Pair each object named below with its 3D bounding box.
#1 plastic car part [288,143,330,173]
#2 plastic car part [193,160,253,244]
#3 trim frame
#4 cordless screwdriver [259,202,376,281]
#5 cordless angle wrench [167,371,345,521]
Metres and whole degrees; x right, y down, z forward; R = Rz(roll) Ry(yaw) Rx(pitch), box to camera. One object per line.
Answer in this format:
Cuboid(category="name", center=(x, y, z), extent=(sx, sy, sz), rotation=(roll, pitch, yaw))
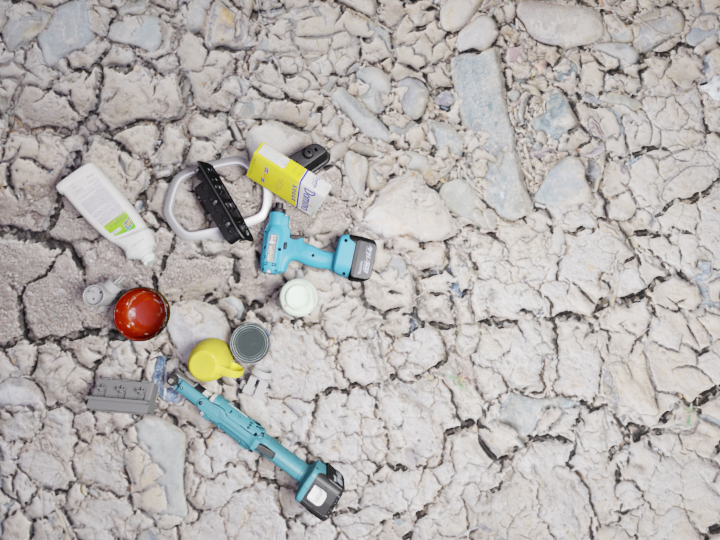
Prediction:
Cuboid(category="plastic car part", center=(-0.124, -0.251, 0.953), extent=(0.116, 0.071, 0.066), rotation=(-34, 90, -3))
Cuboid(category="plastic car part", center=(-0.304, -0.138, 0.915), extent=(0.067, 0.066, 0.204), rotation=(-35, 86, 3))
Cuboid(category="trim frame", center=(-0.322, -0.159, 0.957), extent=(0.246, 0.027, 0.186), rotation=(-17, 83, -6))
Cuboid(category="cordless screwdriver", center=(-0.091, -0.060, 0.931), extent=(0.250, 0.074, 0.160), rotation=(7, 85, 2))
Cuboid(category="cordless angle wrench", center=(-0.227, 0.341, 0.875), extent=(0.428, 0.097, 0.074), rotation=(34, 83, 6))
